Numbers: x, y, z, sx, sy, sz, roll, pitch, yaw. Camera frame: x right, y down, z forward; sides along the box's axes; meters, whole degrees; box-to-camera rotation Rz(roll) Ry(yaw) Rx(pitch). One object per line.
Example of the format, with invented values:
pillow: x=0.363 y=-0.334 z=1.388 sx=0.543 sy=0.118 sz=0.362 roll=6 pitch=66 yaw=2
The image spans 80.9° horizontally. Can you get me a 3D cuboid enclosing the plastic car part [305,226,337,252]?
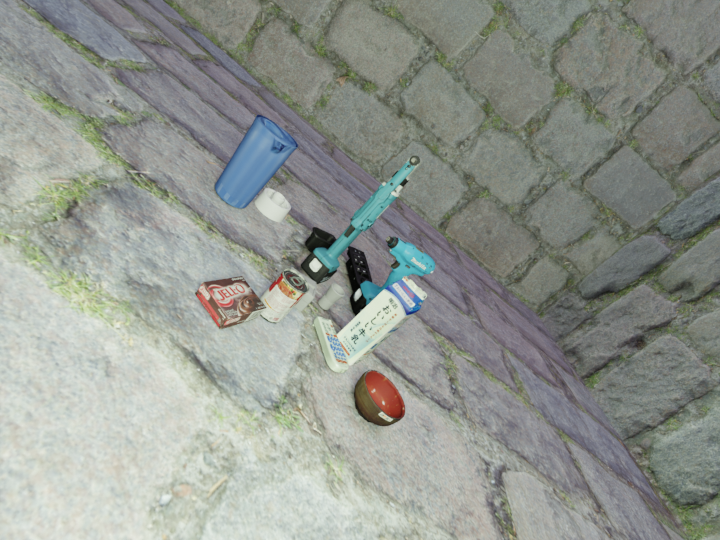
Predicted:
plastic car part: x=-0.125 y=-0.082 z=1.277 sx=0.110 sy=0.071 sz=0.069 roll=20 pitch=31 yaw=-46

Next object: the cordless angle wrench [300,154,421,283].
cordless angle wrench: x=0.007 y=-0.134 z=1.109 sx=0.076 sy=0.425 sz=0.095 roll=48 pitch=21 yaw=10

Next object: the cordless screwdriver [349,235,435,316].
cordless screwdriver: x=0.064 y=0.023 z=1.144 sx=0.152 sy=0.250 sz=0.077 roll=33 pitch=23 yaw=-25

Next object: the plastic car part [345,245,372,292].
plastic car part: x=-0.010 y=0.007 z=1.307 sx=0.063 sy=0.067 sz=0.212 roll=30 pitch=23 yaw=-31
